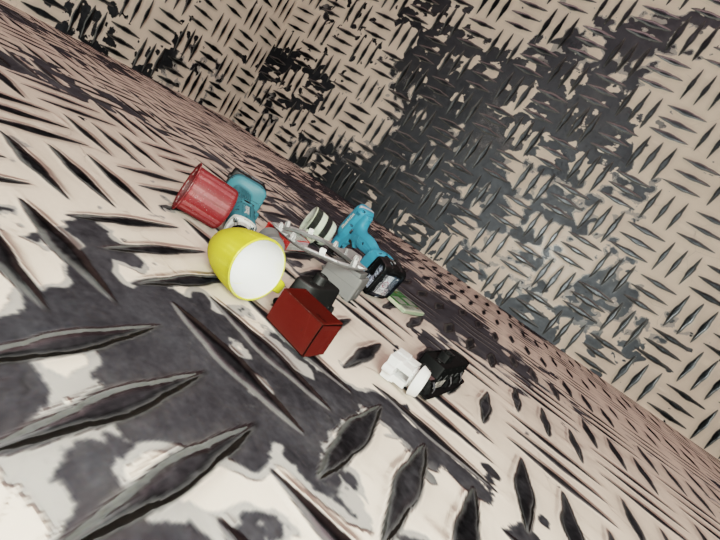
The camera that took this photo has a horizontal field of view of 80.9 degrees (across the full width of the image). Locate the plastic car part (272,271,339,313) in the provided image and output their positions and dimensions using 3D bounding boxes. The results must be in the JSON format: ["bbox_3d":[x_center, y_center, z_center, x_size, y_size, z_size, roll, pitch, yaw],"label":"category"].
[{"bbox_3d":[-0.072,0.036,0.644,0.069,0.071,0.111,37,9,24],"label":"plastic car part"}]

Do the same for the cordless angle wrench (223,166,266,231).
[{"bbox_3d":[-0.235,-0.113,0.837,0.094,0.074,0.439,28,15,-24],"label":"cordless angle wrench"}]

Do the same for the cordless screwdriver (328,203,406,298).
[{"bbox_3d":[0.002,-0.036,1.049,0.070,0.160,0.261,21,32,-39],"label":"cordless screwdriver"}]

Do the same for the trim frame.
[{"bbox_3d":[-0.084,-0.055,0.863,0.175,0.027,0.261,19,8,-32],"label":"trim frame"}]

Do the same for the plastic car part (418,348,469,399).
[{"bbox_3d":[0.133,0.163,0.711,0.070,0.067,0.192,32,6,31],"label":"plastic car part"}]
